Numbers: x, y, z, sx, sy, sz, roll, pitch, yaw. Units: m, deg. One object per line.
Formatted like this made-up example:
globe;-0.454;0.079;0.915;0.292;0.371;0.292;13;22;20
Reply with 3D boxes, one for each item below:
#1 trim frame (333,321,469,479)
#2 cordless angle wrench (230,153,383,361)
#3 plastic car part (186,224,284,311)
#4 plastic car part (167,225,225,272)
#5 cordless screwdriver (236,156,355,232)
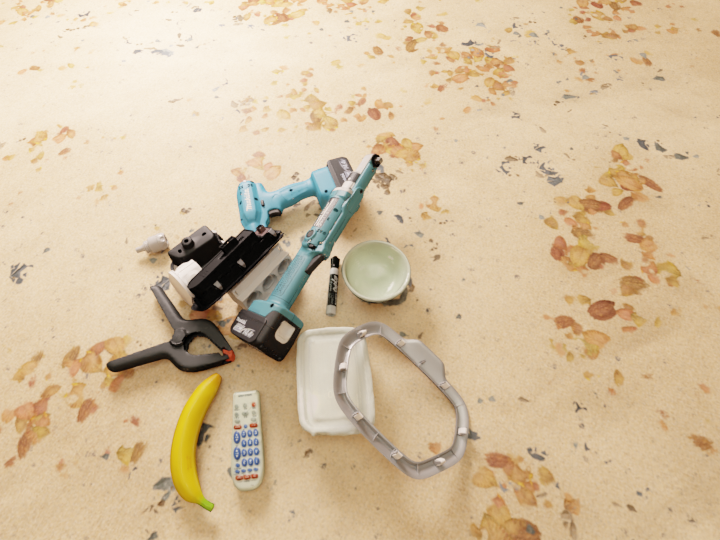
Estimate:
trim frame;0.065;0.187;0.642;0.252;0.027;0.181;42;51;7
cordless angle wrench;-0.074;-0.048;0.757;0.103;0.070;0.423;9;63;47
plastic car part;-0.225;-0.014;0.737;0.070;0.063;0.202;16;60;44
plastic car part;-0.319;-0.042;0.816;0.115;0.069;0.069;-38;65;-22
cordless screwdriver;-0.124;-0.134;0.861;0.248;0.072;0.165;-15;61;-2
